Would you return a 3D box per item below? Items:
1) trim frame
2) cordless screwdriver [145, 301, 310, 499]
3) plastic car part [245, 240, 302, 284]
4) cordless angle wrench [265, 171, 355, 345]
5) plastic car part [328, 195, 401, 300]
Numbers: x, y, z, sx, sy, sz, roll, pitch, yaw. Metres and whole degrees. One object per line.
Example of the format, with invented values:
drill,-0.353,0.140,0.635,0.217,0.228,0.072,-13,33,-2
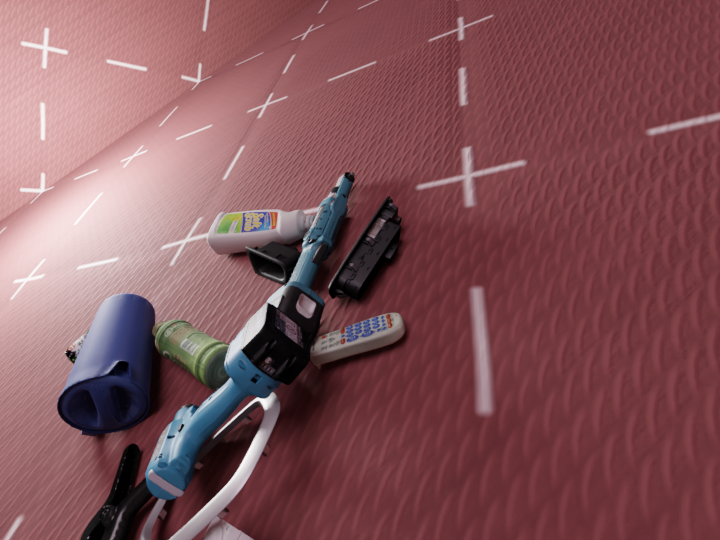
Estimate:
trim frame,-0.183,0.249,0.514,0.249,0.027,0.189,-46,17,6
cordless screwdriver,-0.176,0.156,0.560,0.249,0.072,0.164,-48,17,3
plastic car part,-0.153,-0.022,0.807,0.123,0.063,0.070,16,44,38
cordless angle wrench,-0.074,-0.049,0.762,0.100,0.072,0.428,-35,27,40
plastic car part,0.017,-0.026,0.698,0.069,0.065,0.202,32,65,14
